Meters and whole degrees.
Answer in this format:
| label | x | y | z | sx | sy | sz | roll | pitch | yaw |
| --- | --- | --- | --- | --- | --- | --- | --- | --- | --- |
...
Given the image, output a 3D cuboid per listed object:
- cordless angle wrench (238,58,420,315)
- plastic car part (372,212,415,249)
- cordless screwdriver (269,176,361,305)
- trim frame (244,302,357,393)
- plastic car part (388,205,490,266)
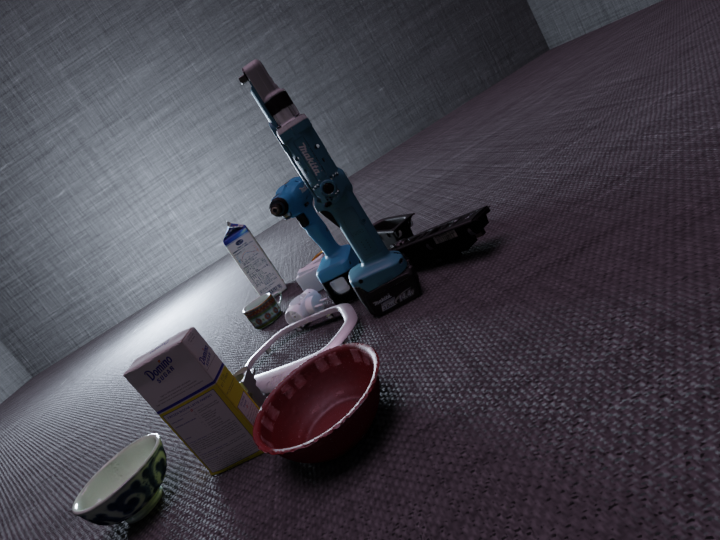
| label | x | y | z | sx | sy | sz | roll | pitch | yaw |
| --- | --- | --- | --- | --- | --- | --- | --- | --- | --- |
| cordless angle wrench | -0.048 | -0.126 | 0.645 | 0.099 | 0.414 | 0.075 | -30 | 12 | 10 |
| plastic car part | 0.068 | -0.070 | 0.874 | 0.065 | 0.069 | 0.121 | -39 | 17 | -25 |
| cordless screwdriver | -0.076 | -0.049 | 0.772 | 0.076 | 0.243 | 0.160 | -28 | 14 | 20 |
| trim frame | -0.106 | 0.128 | 0.705 | 0.255 | 0.027 | 0.184 | -24 | 19 | 27 |
| plastic car part | 0.126 | -0.045 | 0.708 | 0.210 | 0.065 | 0.065 | -15 | 22 | 45 |
